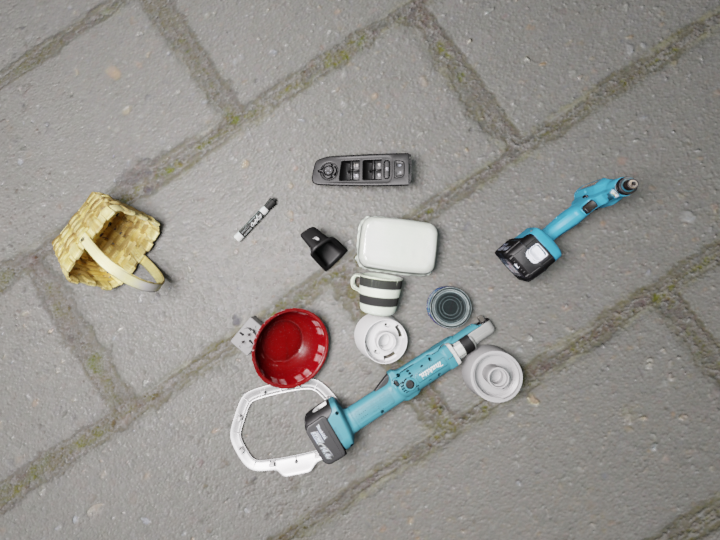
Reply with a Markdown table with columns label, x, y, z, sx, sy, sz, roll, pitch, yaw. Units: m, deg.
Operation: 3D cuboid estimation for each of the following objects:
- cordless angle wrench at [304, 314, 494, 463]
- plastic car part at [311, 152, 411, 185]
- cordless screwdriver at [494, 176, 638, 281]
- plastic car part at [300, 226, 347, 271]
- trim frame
| label | x | y | z | sx | sy | sz | roll | pitch | yaw |
| --- | --- | --- | --- | --- | --- | --- | --- | --- | --- |
| cordless angle wrench | 0.089 | 0.219 | 0.835 | 0.421 | 0.074 | 0.099 | -31 | 87 | -6 |
| plastic car part | 0.001 | -0.206 | 0.879 | 0.206 | 0.066 | 0.066 | 1 | 95 | 8 |
| cordless screwdriver | 0.387 | -0.084 | 0.799 | 0.249 | 0.158 | 0.075 | -40 | 89 | 2 |
| plastic car part | -0.084 | -0.055 | 0.860 | 0.066 | 0.111 | 0.074 | -45 | 65 | -1 |
| trim frame | -0.149 | 0.324 | 0.872 | 0.249 | 0.027 | 0.185 | -12 | 86 | 1 |
